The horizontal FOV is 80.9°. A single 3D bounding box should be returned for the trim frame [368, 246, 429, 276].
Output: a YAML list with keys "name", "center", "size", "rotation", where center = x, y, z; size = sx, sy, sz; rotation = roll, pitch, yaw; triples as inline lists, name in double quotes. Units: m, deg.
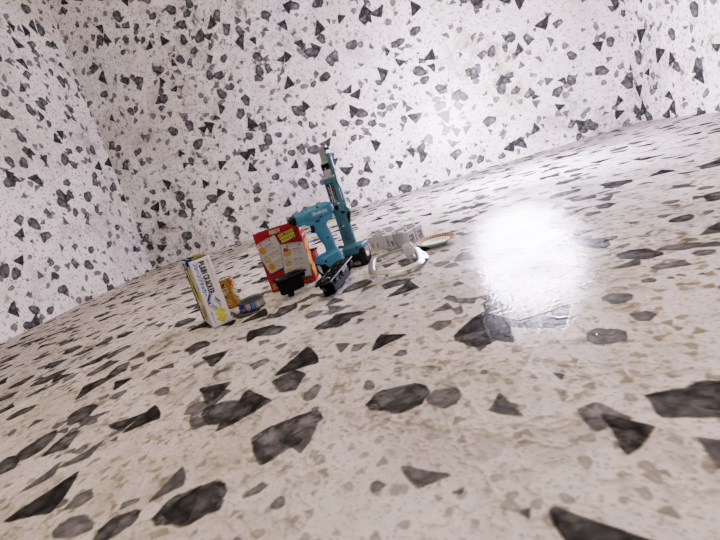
- name: "trim frame"
  center: [0.113, -0.028, 1.286]
  size: [0.186, 0.027, 0.250]
  rotation: [-16, 14, 8]

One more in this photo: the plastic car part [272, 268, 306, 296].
- name: "plastic car part"
  center: [-0.224, 0.044, 1.345]
  size: [0.069, 0.070, 0.113]
  rotation: [-7, 16, 43]

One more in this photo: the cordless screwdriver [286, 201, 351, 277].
- name: "cordless screwdriver"
  center: [-0.135, -0.088, 1.380]
  size: [0.156, 0.245, 0.077]
  rotation: [-22, 10, -21]

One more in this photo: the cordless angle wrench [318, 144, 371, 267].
- name: "cordless angle wrench"
  center: [-0.069, -0.218, 1.439]
  size: [0.101, 0.417, 0.073]
  rotation: [-13, 10, 27]

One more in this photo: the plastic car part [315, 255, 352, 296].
- name: "plastic car part"
  center: [-0.076, 0.022, 1.252]
  size: [0.068, 0.066, 0.200]
  rotation: [-13, 14, 23]
